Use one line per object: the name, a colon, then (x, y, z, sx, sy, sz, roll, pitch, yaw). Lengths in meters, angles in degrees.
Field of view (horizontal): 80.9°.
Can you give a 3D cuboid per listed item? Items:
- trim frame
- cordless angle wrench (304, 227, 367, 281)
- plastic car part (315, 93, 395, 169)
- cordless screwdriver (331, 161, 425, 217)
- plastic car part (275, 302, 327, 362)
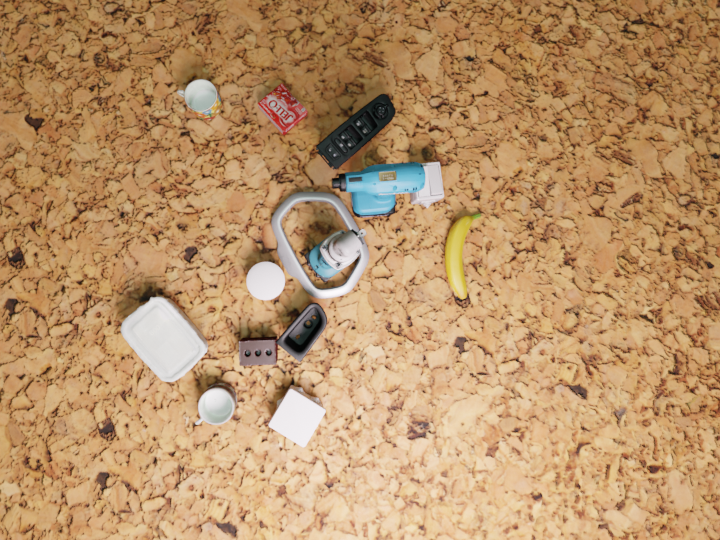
trim frame: (-0.091, -0.059, 0.929, 0.183, 0.027, 0.249, -30, 87, -4)
cordless angle wrench: (-0.043, -0.031, 0.730, 0.097, 0.425, 0.074, -38, 94, -6)
plastic car part: (-0.006, -0.303, 0.930, 0.202, 0.067, 0.066, -42, 91, -5)
cordless screwdriver: (0.016, -0.155, 0.829, 0.158, 0.250, 0.074, -5, 90, -6)
plastic car part: (-0.116, 0.122, 0.892, 0.066, 0.071, 0.116, 39, 85, -2)
